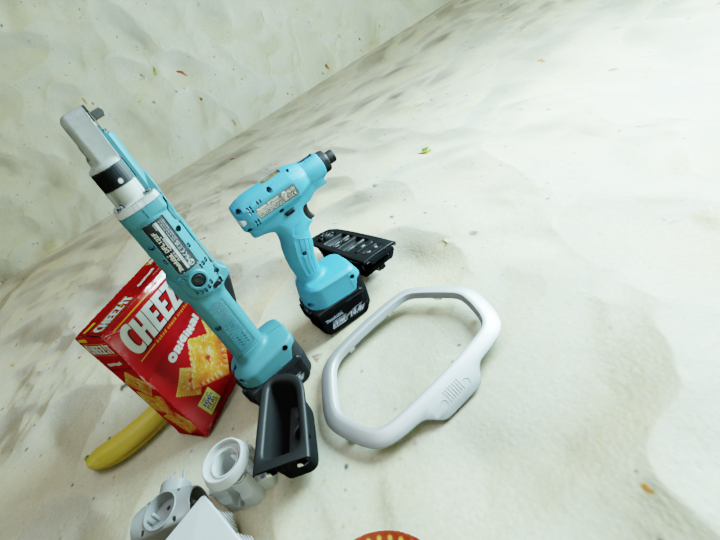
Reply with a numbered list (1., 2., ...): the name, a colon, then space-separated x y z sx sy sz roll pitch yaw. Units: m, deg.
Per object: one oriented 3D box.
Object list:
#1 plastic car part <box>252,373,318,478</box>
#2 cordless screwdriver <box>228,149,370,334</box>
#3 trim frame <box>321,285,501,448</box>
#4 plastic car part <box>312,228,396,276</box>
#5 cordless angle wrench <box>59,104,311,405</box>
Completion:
1. plastic car part: -0.076 0.181 0.481 0.067 0.068 0.120 -24 32 9
2. cordless screwdriver: -0.059 -0.039 0.608 0.158 0.238 0.078 -36 31 -12
3. trim frame: 0.055 0.105 0.520 0.246 0.026 0.194 -40 34 -15
4. plastic car part: -0.017 -0.032 0.727 0.066 0.064 0.214 -41 34 -18
5. cordless angle wrench: -0.197 0.003 0.505 0.097 0.405 0.078 -38 31 -17
